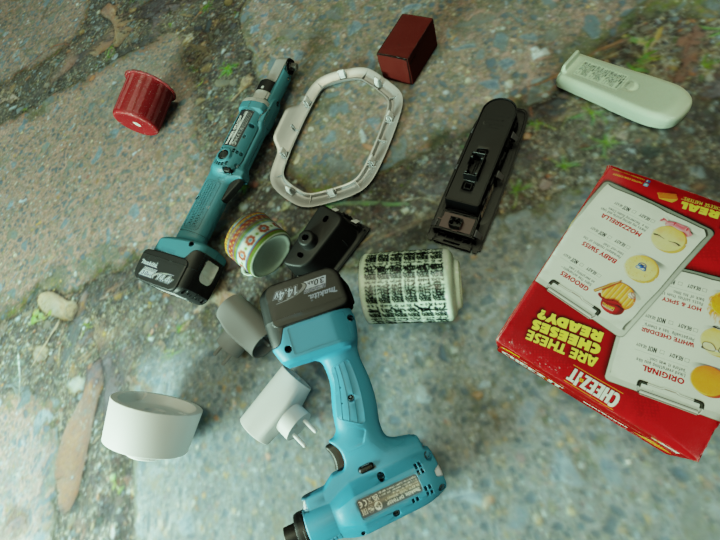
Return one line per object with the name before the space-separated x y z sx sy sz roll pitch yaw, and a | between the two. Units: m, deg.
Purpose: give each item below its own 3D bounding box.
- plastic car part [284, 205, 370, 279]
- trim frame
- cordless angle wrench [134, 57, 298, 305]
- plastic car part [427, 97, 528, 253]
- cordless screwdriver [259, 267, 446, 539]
plastic car part | -0.053 -0.034 0.538 0.069 0.067 0.116 31 79 28
trim frame | -0.042 -0.205 0.628 0.192 0.026 0.249 16 77 26
cordless angle wrench | -0.195 -0.160 0.645 0.102 0.071 0.425 13 72 23
plastic car part | 0.143 -0.127 0.510 0.070 0.063 0.203 17 73 31
cordless screwdriver | -0.040 0.132 0.432 0.158 0.073 0.255 -24 74 -6
